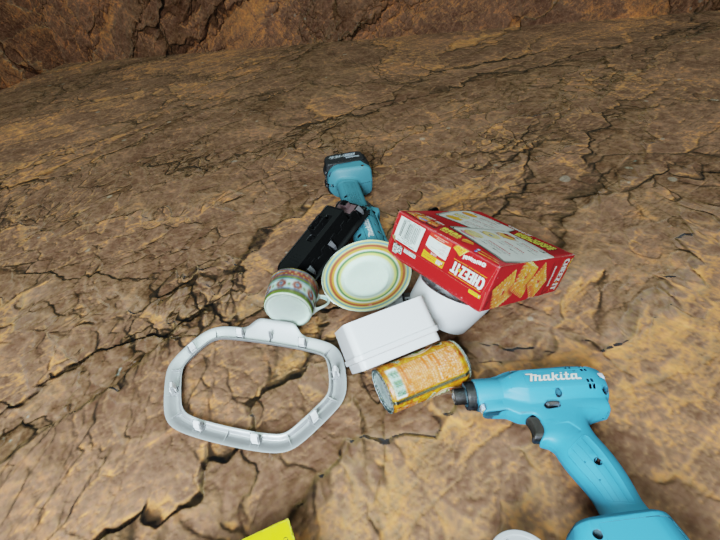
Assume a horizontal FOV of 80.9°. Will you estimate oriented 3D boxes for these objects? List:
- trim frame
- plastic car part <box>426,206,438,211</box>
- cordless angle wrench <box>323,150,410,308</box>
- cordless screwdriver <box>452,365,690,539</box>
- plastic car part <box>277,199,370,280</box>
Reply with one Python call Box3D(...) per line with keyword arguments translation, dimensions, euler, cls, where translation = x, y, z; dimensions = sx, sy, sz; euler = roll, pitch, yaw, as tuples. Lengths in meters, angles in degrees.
Box3D(translation=(-0.141, 0.137, 0.550), dimensions=(0.256, 0.026, 0.186), euler=(4, 40, 16), cls="trim frame")
Box3D(translation=(0.122, -0.058, 0.725), dimensions=(0.114, 0.064, 0.074), euler=(-30, 59, -31), cls="plastic car part")
Box3D(translation=(0.006, -0.088, 0.771), dimensions=(0.097, 0.071, 0.441), euler=(-11, 41, -5), cls="cordless angle wrench")
Box3D(translation=(0.190, 0.196, 0.389), dimensions=(0.160, 0.072, 0.256), euler=(-6, 35, 2), cls="cordless screwdriver")
Box3D(translation=(-0.068, -0.044, 0.692), dimensions=(0.070, 0.063, 0.203), euler=(24, 71, 33), cls="plastic car part")
